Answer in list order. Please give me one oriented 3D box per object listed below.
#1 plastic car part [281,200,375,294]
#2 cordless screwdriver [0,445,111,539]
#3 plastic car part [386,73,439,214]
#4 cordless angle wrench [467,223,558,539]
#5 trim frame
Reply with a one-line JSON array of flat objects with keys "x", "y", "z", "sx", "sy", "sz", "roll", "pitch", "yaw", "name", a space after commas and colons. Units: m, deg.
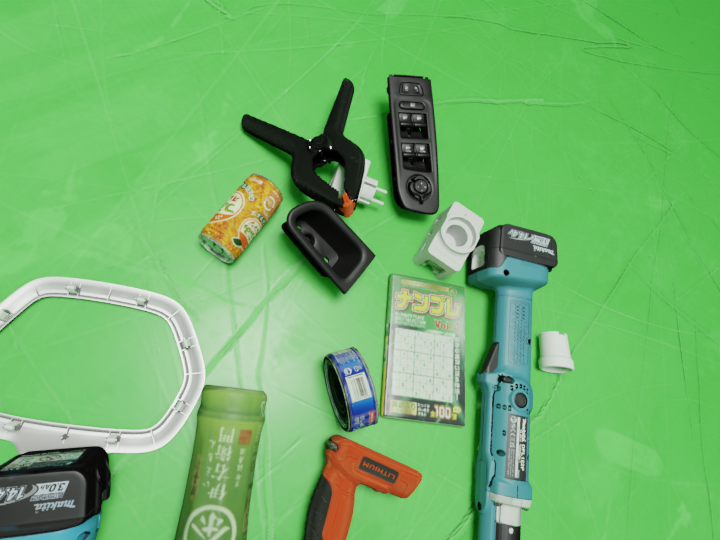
[{"x": -0.051, "y": -0.034, "z": 0.524, "sx": 0.114, "sy": 0.073, "sz": 0.065, "roll": 47, "pitch": 66, "yaw": -14, "name": "plastic car part"}, {"x": -0.288, "y": 0.291, "z": 0.352, "sx": 0.156, "sy": 0.075, "sz": 0.251, "roll": -5, "pitch": 81, "yaw": -15, "name": "cordless screwdriver"}, {"x": 0.067, "y": -0.172, "z": 0.599, "sx": 0.064, "sy": 0.068, "sz": 0.206, "roll": 0, "pitch": 76, "yaw": -23, "name": "plastic car part"}, {"x": 0.176, "y": 0.154, "z": 0.514, "sx": 0.096, "sy": 0.075, "sz": 0.428, "roll": 13, "pitch": 72, "yaw": -10, "name": "cordless angle wrench"}, {"x": -0.292, "y": 0.102, "z": 0.449, "sx": 0.244, "sy": 0.028, "sz": 0.187, "roll": 12, "pitch": 70, "yaw": -10, "name": "trim frame"}]
